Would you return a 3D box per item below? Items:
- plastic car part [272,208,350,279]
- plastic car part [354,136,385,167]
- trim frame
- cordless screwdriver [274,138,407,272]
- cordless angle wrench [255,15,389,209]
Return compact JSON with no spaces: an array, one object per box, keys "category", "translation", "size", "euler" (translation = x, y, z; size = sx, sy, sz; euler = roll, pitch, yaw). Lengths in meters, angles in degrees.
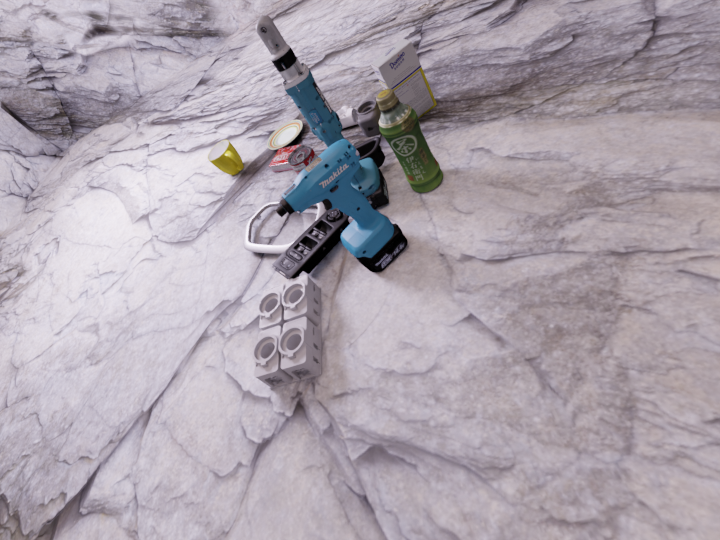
[{"category":"plastic car part","translation":[-0.086,-0.056,0.875],"size":[0.070,0.063,0.202],"euler":[27,73,46]},{"category":"plastic car part","translation":[0.007,-0.246,0.968],"size":[0.119,0.067,0.068],"euler":[-20,45,21]},{"category":"trim frame","translation":[-0.187,-0.114,1.024],"size":[0.261,0.026,0.185],"euler":[2,57,37]},{"category":"cordless screwdriver","translation":[-0.029,-0.088,0.734],"size":[0.159,0.235,0.078],"euler":[-41,41,-3]},{"category":"cordless angle wrench","translation":[-0.066,-0.276,0.797],"size":[0.076,0.400,0.101],"euler":[-20,44,20]}]
